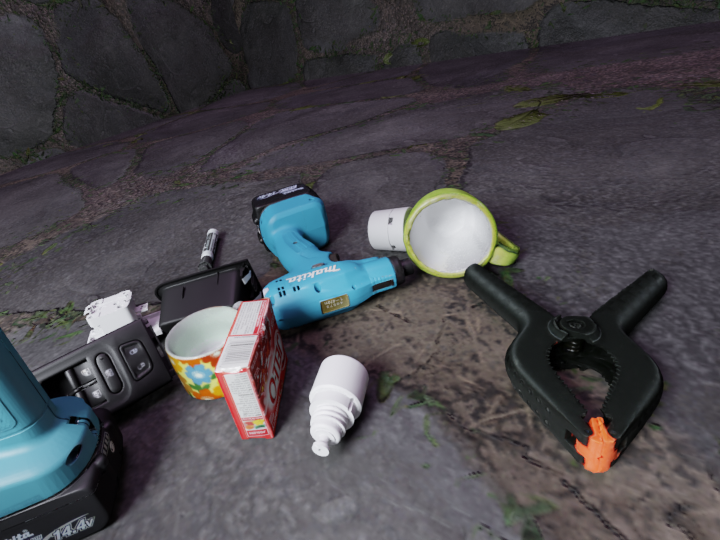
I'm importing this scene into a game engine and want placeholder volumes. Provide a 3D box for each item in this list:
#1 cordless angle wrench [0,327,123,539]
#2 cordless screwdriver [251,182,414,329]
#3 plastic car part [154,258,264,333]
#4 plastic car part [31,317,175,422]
[{"bbox_3d":[-0.252,-0.006,0.218,0.096,0.409,0.078,-18,28,-12],"label":"cordless angle wrench"},{"bbox_3d":[-0.052,-0.034,0.528,0.158,0.071,0.261,-18,34,-8],"label":"cordless screwdriver"},{"bbox_3d":[-0.168,0.043,0.464,0.117,0.063,0.074,-16,43,1],"label":"plastic car part"},{"bbox_3d":[-0.272,0.118,0.367,0.198,0.066,0.069,-30,4,-30],"label":"plastic car part"}]
